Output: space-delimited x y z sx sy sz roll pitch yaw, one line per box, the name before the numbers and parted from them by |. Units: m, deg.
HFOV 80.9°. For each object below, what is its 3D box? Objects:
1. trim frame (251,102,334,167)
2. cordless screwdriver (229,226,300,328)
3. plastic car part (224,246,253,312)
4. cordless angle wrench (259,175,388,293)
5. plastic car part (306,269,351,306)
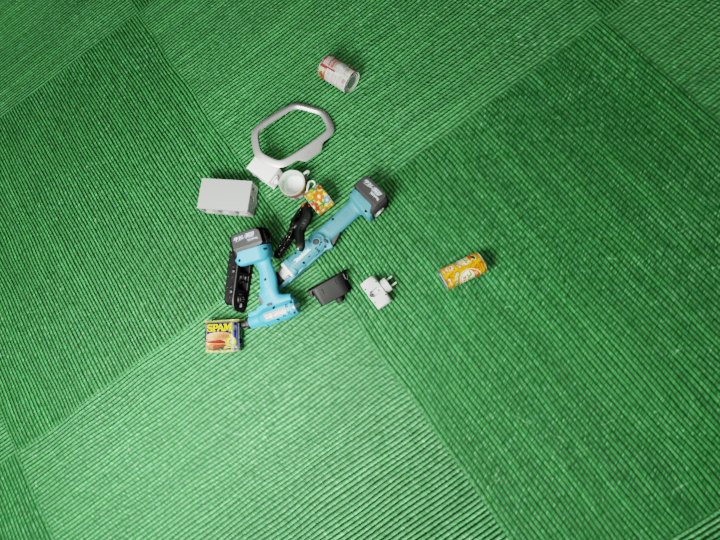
trim frame | -0.191 -0.380 1.181 0.246 0.027 0.191 -39 70 -18
cordless screwdriver | -0.267 0.022 1.081 0.161 0.073 0.250 -22 87 13
plastic car part | -0.333 0.012 1.144 0.069 0.064 0.205 -3 79 18
cordless angle wrench | -0.109 -0.071 1.116 0.423 0.072 0.100 -42 78 3
plastic car part | -0.073 0.053 1.092 0.117 0.066 0.071 -25 93 1
